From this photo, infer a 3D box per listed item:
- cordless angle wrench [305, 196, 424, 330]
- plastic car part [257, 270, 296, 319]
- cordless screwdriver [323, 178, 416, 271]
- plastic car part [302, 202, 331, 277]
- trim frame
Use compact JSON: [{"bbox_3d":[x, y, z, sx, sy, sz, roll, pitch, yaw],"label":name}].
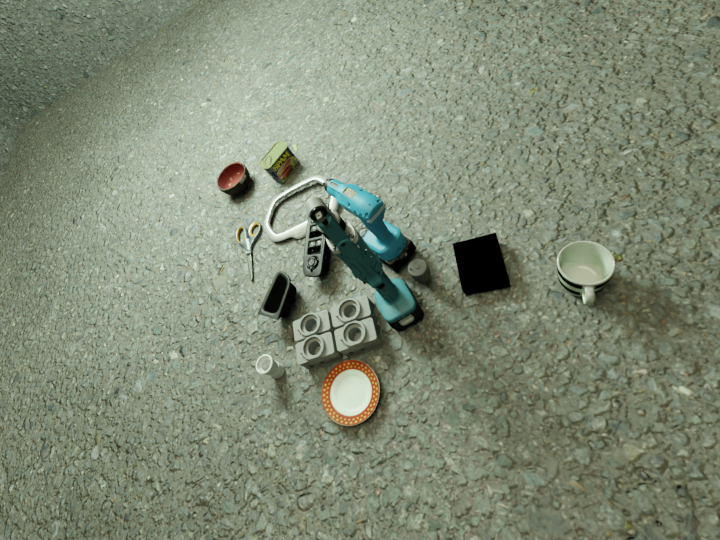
[{"bbox_3d":[0.011,-0.007,0.758,0.075,0.400,0.103,-32,53,8],"label":"cordless angle wrench"},{"bbox_3d":[-0.190,0.069,1.037,0.069,0.067,0.117,9,68,32],"label":"plastic car part"},{"bbox_3d":[0.018,-0.103,0.914,0.074,0.235,0.168,-49,52,-5],"label":"cordless screwdriver"},{"bbox_3d":[-0.105,-0.069,1.072,0.069,0.063,0.207,-8,60,24],"label":"plastic car part"},{"bbox_3d":[-0.170,-0.174,1.193,0.252,0.026,0.192,-25,54,14],"label":"trim frame"}]
